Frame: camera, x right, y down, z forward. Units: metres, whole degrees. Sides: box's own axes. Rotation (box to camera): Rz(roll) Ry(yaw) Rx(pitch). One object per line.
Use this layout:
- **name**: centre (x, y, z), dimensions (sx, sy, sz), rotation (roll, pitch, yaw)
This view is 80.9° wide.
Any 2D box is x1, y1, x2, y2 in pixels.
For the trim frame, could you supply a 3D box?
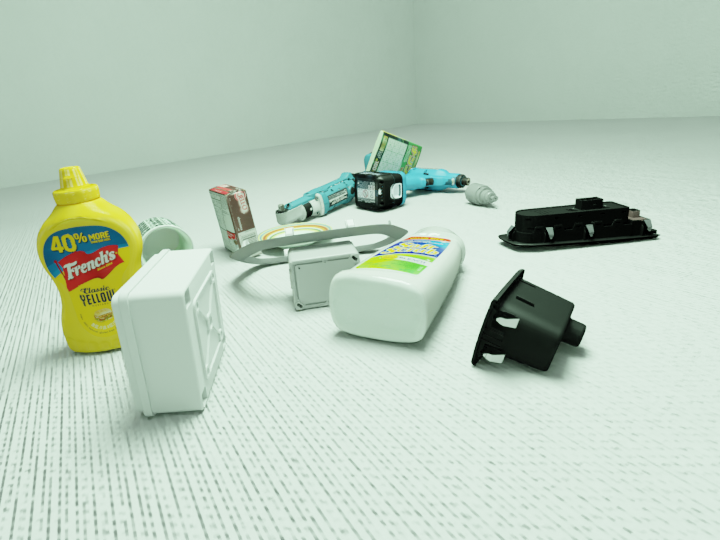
- **trim frame**: centre (-0.057, -0.038, 0.586), dimensions (0.248, 0.028, 0.183), rotation (-10, -7, -3)

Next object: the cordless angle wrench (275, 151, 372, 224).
- **cordless angle wrench**: centre (-0.039, -0.185, 0.959), dimensions (0.078, 0.095, 0.413), rotation (10, 31, 36)

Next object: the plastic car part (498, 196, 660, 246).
- **plastic car part**: centre (0.304, -0.067, 0.598), dimensions (0.203, 0.065, 0.068), rotation (-9, 27, 1)

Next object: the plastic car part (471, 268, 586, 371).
- **plastic car part**: centre (0.155, 0.045, 0.370), dimensions (0.075, 0.065, 0.113), rotation (26, 32, 30)

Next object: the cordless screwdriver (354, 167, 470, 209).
- **cordless screwdriver**: centre (0.114, -0.190, 0.937), dimensions (0.240, 0.073, 0.168), rotation (-20, 25, -39)
